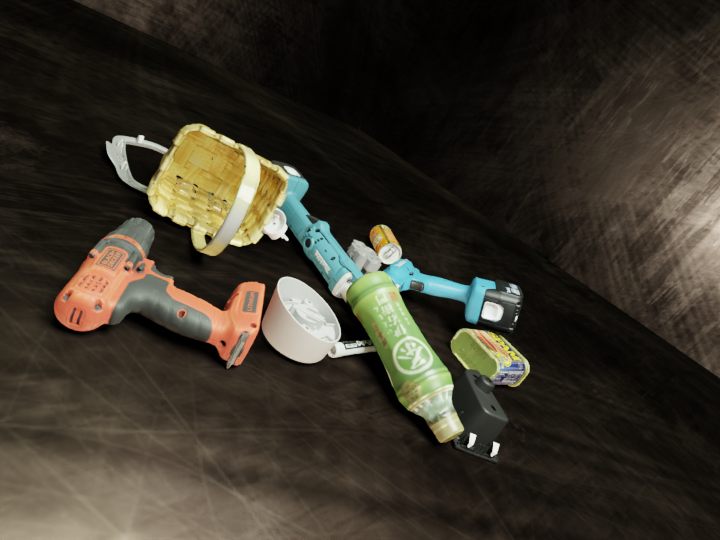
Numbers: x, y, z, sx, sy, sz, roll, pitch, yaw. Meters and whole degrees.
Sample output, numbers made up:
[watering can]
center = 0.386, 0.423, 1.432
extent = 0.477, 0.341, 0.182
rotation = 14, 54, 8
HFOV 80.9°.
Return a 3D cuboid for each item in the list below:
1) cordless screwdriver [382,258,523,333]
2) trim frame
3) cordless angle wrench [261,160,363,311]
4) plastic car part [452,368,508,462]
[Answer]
[cordless screwdriver]
center = 0.157, 0.043, 0.776
extent = 0.258, 0.073, 0.155
rotation = 16, 17, 20
[trim frame]
center = -0.360, -0.186, 0.761
extent = 0.175, 0.027, 0.262
rotation = 11, 30, -38
[cordless angle wrench]
center = -0.074, -0.048, 0.752
extent = 0.070, 0.098, 0.446
rotation = 9, 33, -45
[plastic car part]
center = 0.148, 0.172, 0.551
extent = 0.064, 0.071, 0.120
rotation = 25, 24, -19
